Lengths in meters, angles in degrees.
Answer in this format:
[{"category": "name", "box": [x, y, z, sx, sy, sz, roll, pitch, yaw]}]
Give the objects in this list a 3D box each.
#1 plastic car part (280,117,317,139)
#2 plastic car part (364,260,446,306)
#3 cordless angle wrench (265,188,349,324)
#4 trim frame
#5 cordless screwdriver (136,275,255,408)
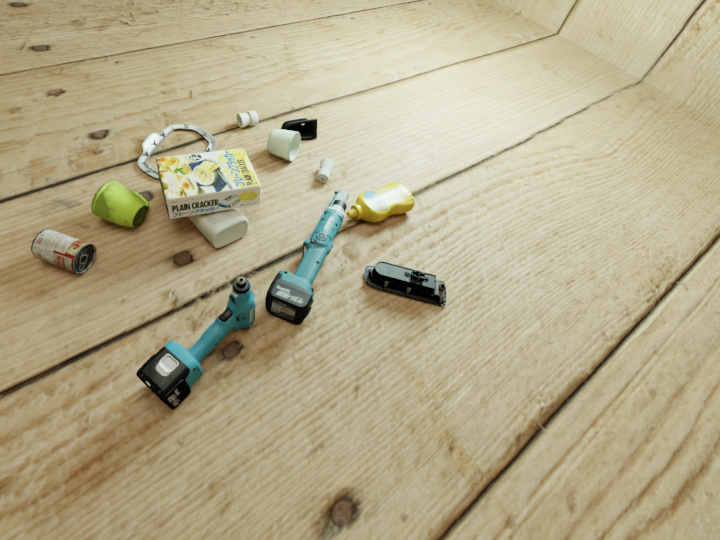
[{"category": "plastic car part", "box": [-0.198, -0.444, 1.311, 0.114, 0.064, 0.074, -10, 41, -15]}, {"category": "plastic car part", "box": [0.109, 0.025, 0.995, 0.204, 0.065, 0.067, 13, 58, 2]}, {"category": "cordless angle wrench", "box": [-0.100, -0.065, 1.022, 0.099, 0.073, 0.426, 20, 49, 3]}, {"category": "trim frame", "box": [-0.513, -0.340, 1.186, 0.185, 0.027, 0.252, 15, 53, 2]}, {"category": "cordless screwdriver", "box": [-0.288, 0.122, 0.780, 0.076, 0.156, 0.246, 34, 55, 11]}]
